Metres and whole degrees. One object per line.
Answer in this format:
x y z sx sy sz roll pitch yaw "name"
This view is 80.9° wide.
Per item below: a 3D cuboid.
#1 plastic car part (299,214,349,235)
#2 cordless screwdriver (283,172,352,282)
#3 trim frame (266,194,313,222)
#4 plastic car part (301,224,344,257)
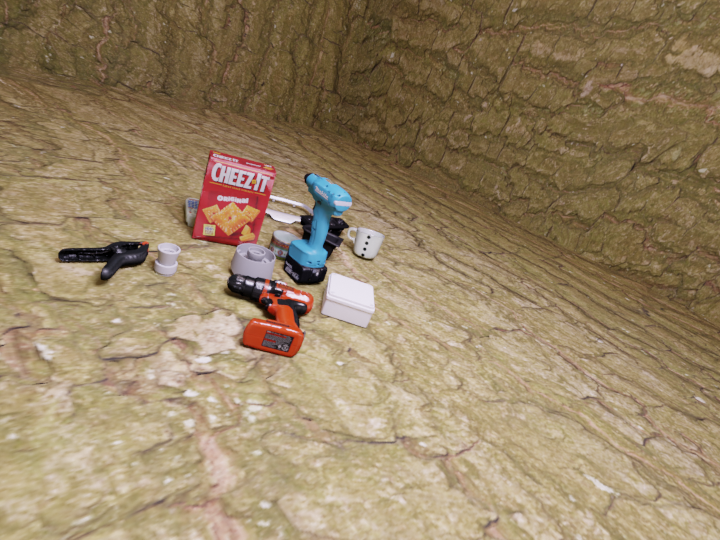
-0.109 -0.132 1.312 0.070 0.066 0.194 34 27 29 "plastic car part"
-0.117 -0.102 1.012 0.071 0.246 0.168 1 30 -41 "cordless screwdriver"
-0.256 -0.204 1.406 0.243 0.027 0.190 14 24 -12 "trim frame"
-0.115 -0.075 1.177 0.118 0.070 0.066 23 23 7 "plastic car part"
